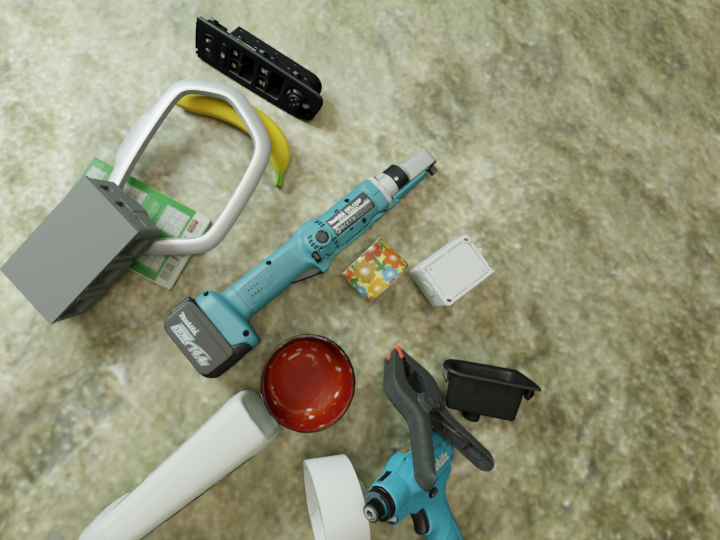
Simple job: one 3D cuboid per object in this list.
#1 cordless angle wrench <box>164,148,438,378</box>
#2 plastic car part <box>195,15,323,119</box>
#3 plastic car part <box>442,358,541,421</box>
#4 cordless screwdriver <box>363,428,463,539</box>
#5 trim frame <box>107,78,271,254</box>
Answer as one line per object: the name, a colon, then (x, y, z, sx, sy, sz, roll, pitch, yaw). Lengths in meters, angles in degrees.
cordless angle wrench: (-0.054, -0.036, 0.557, 0.419, 0.075, 0.098, -41, 89, -15)
plastic car part: (-0.136, -0.287, 0.602, 0.204, 0.066, 0.067, 35, 51, 1)
plastic car part: (0.158, 0.162, 0.553, 0.116, 0.066, 0.071, 8, 94, -4)
cordless screwdriver: (0.085, 0.326, 0.465, 0.152, 0.076, 0.252, -9, 77, -52)
trim frame: (-0.225, -0.134, 0.549, 0.184, 0.027, 0.248, 28, 85, -1)
